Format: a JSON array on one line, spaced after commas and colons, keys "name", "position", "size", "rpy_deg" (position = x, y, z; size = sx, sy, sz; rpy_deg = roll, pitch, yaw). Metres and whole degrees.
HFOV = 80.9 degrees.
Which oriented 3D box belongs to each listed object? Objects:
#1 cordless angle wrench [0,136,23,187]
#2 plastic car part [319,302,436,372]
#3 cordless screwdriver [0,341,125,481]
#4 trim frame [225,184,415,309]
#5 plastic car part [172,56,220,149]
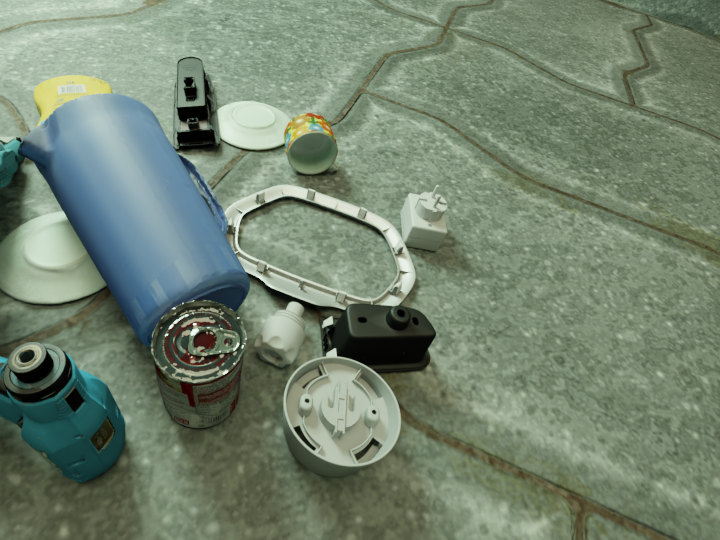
[{"name": "cordless angle wrench", "position": [-0.348, -0.069, 0.355], "size": [0.095, 0.073, 0.446], "rpy_deg": [-9, 27, -24]}, {"name": "plastic car part", "position": [0.022, 0.061, 0.426], "size": [0.115, 0.069, 0.068], "rpy_deg": [1, 52, -10]}, {"name": "cordless screwdriver", "position": [-0.287, 0.058, 0.296], "size": [0.253, 0.156, 0.075], "rpy_deg": [23, 48, 7]}, {"name": "trim frame", "position": [-0.051, -0.033, 0.519], "size": [0.250, 0.027, 0.186], "rpy_deg": [21, 49, 3]}, {"name": "plastic car part", "position": [-0.260, -0.268, 0.650], "size": [0.066, 0.065, 0.212], "rpy_deg": [-13, 50, -7]}]
